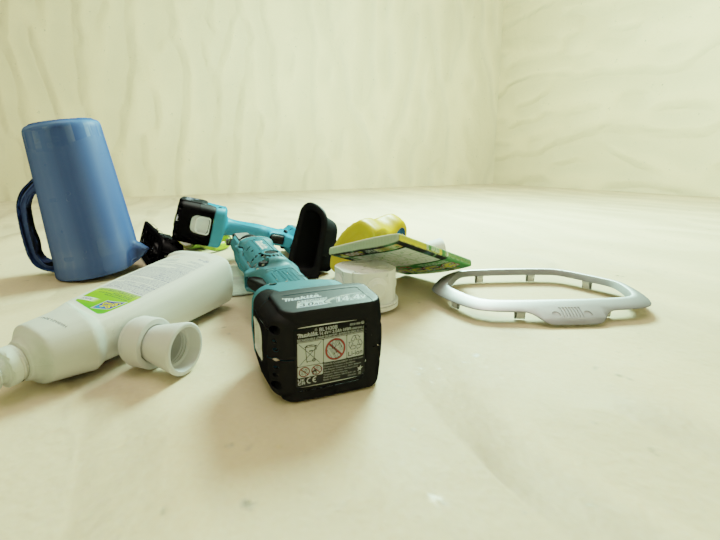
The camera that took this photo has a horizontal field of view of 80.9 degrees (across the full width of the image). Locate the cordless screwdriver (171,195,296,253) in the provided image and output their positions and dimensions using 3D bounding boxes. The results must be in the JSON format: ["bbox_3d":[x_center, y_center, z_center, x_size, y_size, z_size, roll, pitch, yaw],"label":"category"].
[{"bbox_3d":[-0.202,-0.067,0.754,0.240,0.074,0.166,11,9,-21],"label":"cordless screwdriver"}]

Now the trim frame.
[{"bbox_3d":[0.215,0.026,0.530,0.247,0.027,0.187,0,13,-4],"label":"trim frame"}]

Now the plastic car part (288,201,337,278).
[{"bbox_3d":[-0.066,-0.043,0.677,0.069,0.117,0.067,8,-9,34],"label":"plastic car part"}]

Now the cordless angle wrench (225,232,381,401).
[{"bbox_3d":[-0.108,0.004,0.506,0.095,0.073,0.442,-6,17,-23],"label":"cordless angle wrench"}]

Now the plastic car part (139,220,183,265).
[{"bbox_3d":[-0.365,-0.040,0.772,0.064,0.066,0.213,21,0,-32],"label":"plastic car part"}]
